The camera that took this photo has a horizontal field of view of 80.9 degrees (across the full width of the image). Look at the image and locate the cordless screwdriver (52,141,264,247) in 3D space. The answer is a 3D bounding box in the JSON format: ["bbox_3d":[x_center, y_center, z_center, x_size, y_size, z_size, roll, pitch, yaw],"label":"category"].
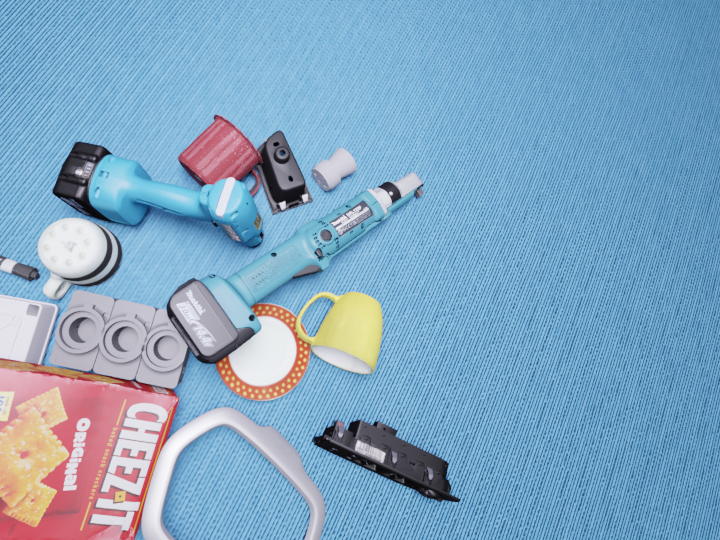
[{"bbox_3d":[-0.249,-0.085,0.558,0.252,0.156,0.075,13,75,6],"label":"cordless screwdriver"}]

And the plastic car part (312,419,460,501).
[{"bbox_3d":[0.040,0.252,0.574,0.202,0.066,0.067,30,49,-3],"label":"plastic car part"}]

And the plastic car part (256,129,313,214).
[{"bbox_3d":[-0.115,-0.151,0.616,0.065,0.072,0.117,-21,88,-17],"label":"plastic car part"}]

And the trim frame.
[{"bbox_3d":[-0.146,0.288,0.518,0.244,0.028,0.183,46,60,-9],"label":"trim frame"}]

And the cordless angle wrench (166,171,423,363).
[{"bbox_3d":[-0.057,-0.037,0.581,0.416,0.075,0.098,-37,90,-28],"label":"cordless angle wrench"}]
